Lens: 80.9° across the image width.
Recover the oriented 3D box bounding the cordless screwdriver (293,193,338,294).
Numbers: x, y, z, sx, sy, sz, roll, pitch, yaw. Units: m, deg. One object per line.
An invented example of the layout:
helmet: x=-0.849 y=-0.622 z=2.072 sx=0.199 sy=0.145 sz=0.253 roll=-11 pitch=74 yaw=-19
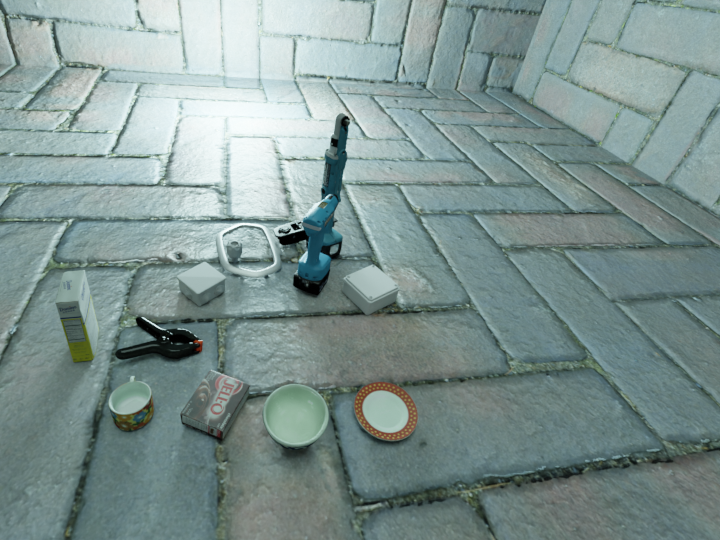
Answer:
cordless screwdriver: x=-0.107 y=-0.070 z=1.091 sx=0.076 sy=0.243 sz=0.159 roll=19 pitch=38 yaw=9

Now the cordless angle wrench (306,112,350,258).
cordless angle wrench: x=-0.078 y=-0.217 z=1.145 sx=0.072 sy=0.413 sz=0.103 roll=-19 pitch=47 yaw=-34

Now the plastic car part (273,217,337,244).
plastic car part: x=-0.173 y=-0.123 z=1.291 sx=0.197 sy=0.065 sz=0.070 roll=-16 pitch=44 yaw=-27

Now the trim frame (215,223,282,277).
trim frame: x=-0.320 y=-0.061 z=1.220 sx=0.179 sy=0.027 sz=0.262 roll=-10 pitch=41 yaw=-21
